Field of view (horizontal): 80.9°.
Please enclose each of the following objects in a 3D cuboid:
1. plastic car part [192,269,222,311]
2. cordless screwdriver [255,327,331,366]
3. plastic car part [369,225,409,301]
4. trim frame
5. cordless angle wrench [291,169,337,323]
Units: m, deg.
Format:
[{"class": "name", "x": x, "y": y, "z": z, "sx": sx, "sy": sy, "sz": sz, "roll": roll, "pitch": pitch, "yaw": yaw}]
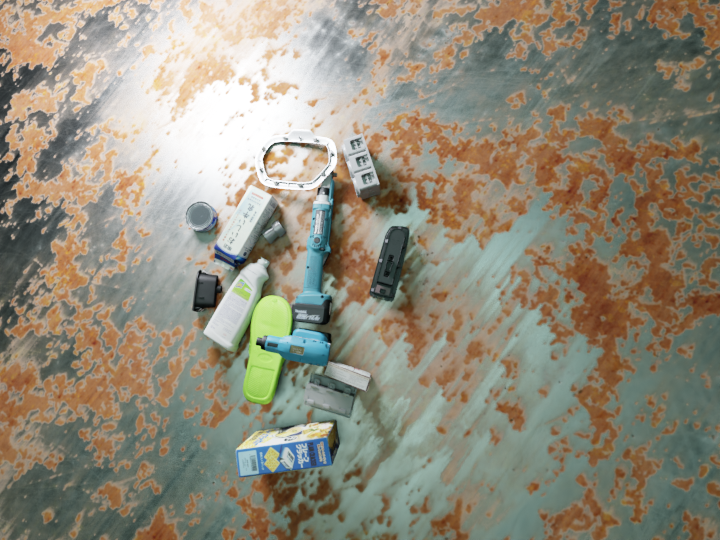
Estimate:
[{"class": "plastic car part", "x": -0.419, "y": 0.057, "z": 1.164, "sx": 0.070, "sy": 0.066, "sz": 0.118, "roll": 7, "pitch": 78, "yaw": -8}, {"class": "cordless screwdriver", "x": -0.147, "y": 0.176, "z": 0.997, "sx": 0.160, "sy": 0.246, "sz": 0.075, "roll": 10, "pitch": 83, "yaw": 2}, {"class": "plastic car part", "x": 0.076, "y": -0.026, "z": 1.098, "sx": 0.068, "sy": 0.065, "sz": 0.204, "roll": 13, "pitch": 79, "yaw": 16}, {"class": "trim frame", "x": -0.186, "y": -0.314, "z": 1.190, "sx": 0.257, "sy": 0.026, "sz": 0.186, "roll": 8, "pitch": 73, "yaw": 20}, {"class": "cordless angle wrench", "x": -0.111, "y": -0.072, "z": 1.132, "sx": 0.099, "sy": 0.072, "sz": 0.427, "roll": 4, "pitch": 78, "yaw": 7}]
